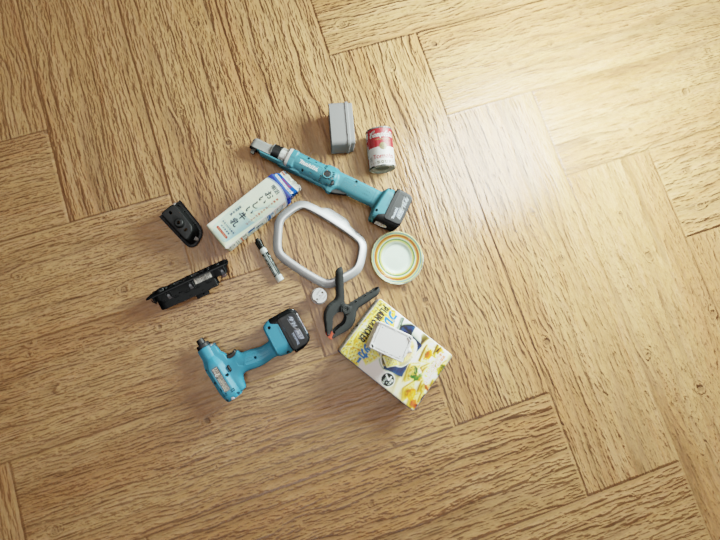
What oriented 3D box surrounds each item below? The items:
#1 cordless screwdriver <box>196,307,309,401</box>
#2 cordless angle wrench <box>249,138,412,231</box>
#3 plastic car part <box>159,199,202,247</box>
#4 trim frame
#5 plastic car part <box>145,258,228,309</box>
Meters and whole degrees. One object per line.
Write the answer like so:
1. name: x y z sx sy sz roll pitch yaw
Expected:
1. cordless screwdriver: -0.251 0.171 0.986 0.248 0.074 0.161 -34 86 -3
2. cordless angle wrench: -0.083 -0.231 1.055 0.426 0.074 0.098 26 81 3
3. plastic car part: -0.433 -0.115 1.019 0.066 0.070 0.118 -41 84 -7
4. trim frame: -0.103 -0.067 1.051 0.250 0.027 0.184 31 82 4
5. plastic car part: -0.404 0.038 1.007 0.201 0.069 0.065 -21 112 -7
